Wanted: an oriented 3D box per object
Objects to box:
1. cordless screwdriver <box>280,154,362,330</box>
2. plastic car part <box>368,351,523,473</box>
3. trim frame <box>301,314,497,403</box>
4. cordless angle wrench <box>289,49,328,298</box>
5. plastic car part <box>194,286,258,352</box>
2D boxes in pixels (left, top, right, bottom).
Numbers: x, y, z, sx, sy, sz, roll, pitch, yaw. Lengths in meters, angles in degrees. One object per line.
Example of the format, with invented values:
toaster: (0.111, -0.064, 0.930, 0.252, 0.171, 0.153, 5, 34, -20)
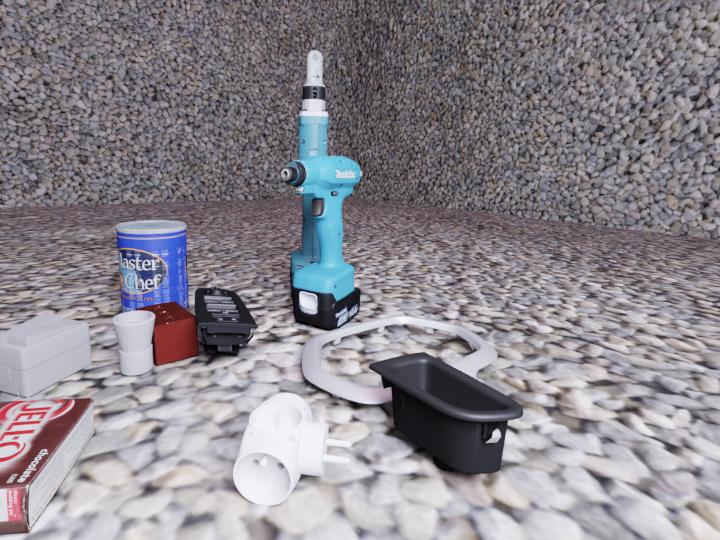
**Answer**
cordless screwdriver: (-0.059, -0.039, 0.607, 0.078, 0.246, 0.154, 8, 13, 29)
plastic car part: (0.066, 0.120, 0.341, 0.063, 0.070, 0.122, -6, 15, -31)
trim frame: (0.045, 0.100, 0.508, 0.238, 0.027, 0.194, -8, 17, -34)
cordless angle wrench: (-0.085, -0.162, 0.745, 0.073, 0.418, 0.100, 0, 11, -10)
plastic car part: (-0.183, 0.064, 0.554, 0.064, 0.066, 0.212, -3, 14, -22)
